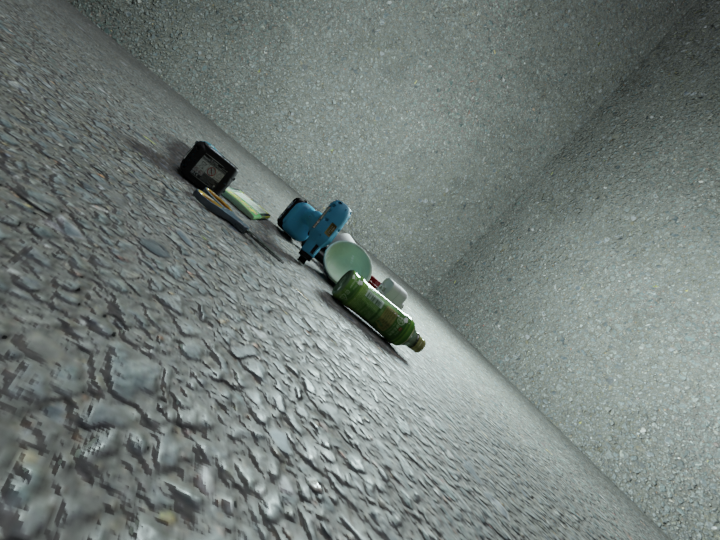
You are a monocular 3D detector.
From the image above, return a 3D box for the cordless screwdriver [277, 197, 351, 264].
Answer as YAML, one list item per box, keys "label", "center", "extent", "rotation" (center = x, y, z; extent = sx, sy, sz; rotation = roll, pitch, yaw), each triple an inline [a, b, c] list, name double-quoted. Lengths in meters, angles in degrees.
- label: "cordless screwdriver"
  center: [-0.131, -0.098, 1.009]
  extent: [0.071, 0.159, 0.260]
  rotation: [42, -11, -28]

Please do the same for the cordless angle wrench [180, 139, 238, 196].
- label: "cordless angle wrench"
  center: [-0.358, -0.262, 0.982]
  extent: [0.093, 0.074, 0.443]
  rotation: [38, 4, -29]

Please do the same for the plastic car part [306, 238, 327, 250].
- label: "plastic car part"
  center: [-0.121, -0.079, 1.238]
  extent: [0.071, 0.066, 0.116]
  rotation: [57, 2, 1]
